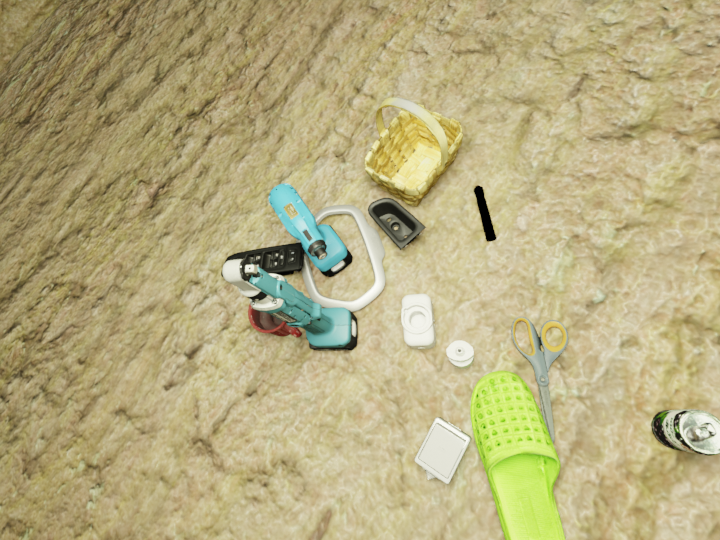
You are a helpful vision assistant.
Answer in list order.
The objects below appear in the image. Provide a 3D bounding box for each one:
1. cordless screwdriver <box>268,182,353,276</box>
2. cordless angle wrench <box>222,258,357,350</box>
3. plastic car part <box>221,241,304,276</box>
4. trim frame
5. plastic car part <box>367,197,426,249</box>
[{"bbox_3d":[-0.079,-0.052,0.806,0.074,0.237,0.166,-36,65,1],"label":"cordless screwdriver"},{"bbox_3d":[-0.101,0.062,0.675,0.100,0.404,0.076,-4,70,15],"label":"cordless angle wrench"},{"bbox_3d":[-0.212,-0.014,0.936,0.208,0.064,0.068,-5,69,17],"label":"plastic car part"},{"bbox_3d":[-0.043,-0.030,0.904,0.186,0.026,0.257,-23,64,10],"label":"trim frame"},{"bbox_3d":[0.073,-0.094,0.864,0.066,0.068,0.122,-41,63,0],"label":"plastic car part"}]
